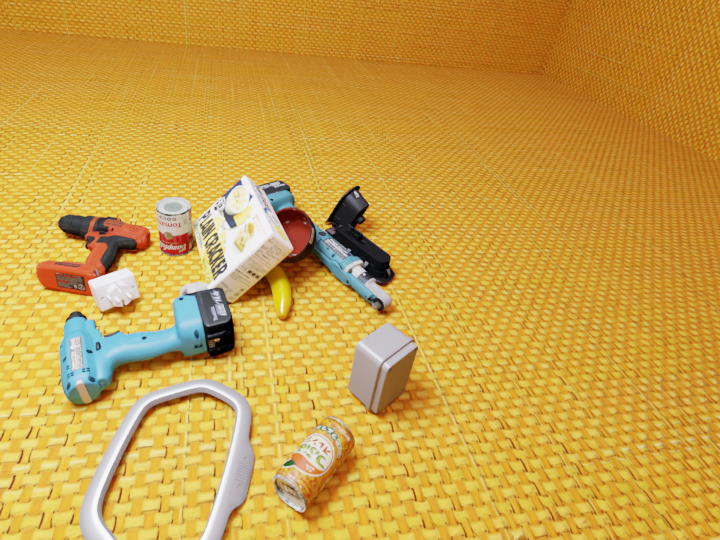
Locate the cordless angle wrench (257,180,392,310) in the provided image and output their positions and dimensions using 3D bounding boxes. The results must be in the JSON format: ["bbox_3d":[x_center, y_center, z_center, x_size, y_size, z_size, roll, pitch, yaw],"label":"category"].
[{"bbox_3d":[-0.089,-0.058,0.908,0.095,0.073,0.446,-23,50,-35],"label":"cordless angle wrench"}]

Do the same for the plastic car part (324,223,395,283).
[{"bbox_3d":[-0.002,-0.048,0.919,0.064,0.066,0.214,-15,46,-40],"label":"plastic car part"}]

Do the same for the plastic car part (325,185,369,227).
[{"bbox_3d":[-0.021,-0.135,0.993,0.064,0.117,0.072,-30,77,-41],"label":"plastic car part"}]

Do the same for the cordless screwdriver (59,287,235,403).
[{"bbox_3d":[-0.332,0.092,0.665,0.242,0.072,0.168,-18,45,-25],"label":"cordless screwdriver"}]

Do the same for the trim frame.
[{"bbox_3d":[-0.228,0.242,0.529,0.184,0.027,0.255,6,36,-2],"label":"trim frame"}]
